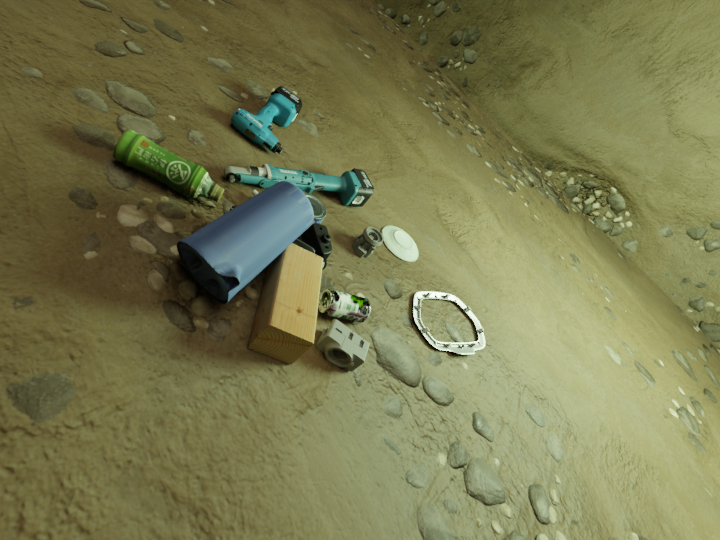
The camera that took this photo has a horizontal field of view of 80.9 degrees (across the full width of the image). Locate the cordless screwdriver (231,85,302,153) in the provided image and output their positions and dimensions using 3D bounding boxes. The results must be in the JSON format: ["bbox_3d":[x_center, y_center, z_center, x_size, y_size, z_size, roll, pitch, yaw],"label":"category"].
[{"bbox_3d":[-0.243,-0.429,1.214,0.158,0.075,0.249,36,42,-5],"label":"cordless screwdriver"}]

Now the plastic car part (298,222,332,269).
[{"bbox_3d":[-0.095,-0.062,0.975,0.063,0.071,0.122,7,46,-34],"label":"plastic car part"}]

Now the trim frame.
[{"bbox_3d":[0.230,0.132,1.084,0.236,0.028,0.192,8,49,-36],"label":"trim frame"}]

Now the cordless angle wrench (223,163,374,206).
[{"bbox_3d":[-0.153,-0.232,1.098,0.404,0.075,0.102,-1,54,-36],"label":"cordless angle wrench"}]

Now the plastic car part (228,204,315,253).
[{"bbox_3d":[-0.196,-0.063,0.903,0.198,0.068,0.066,27,81,-12],"label":"plastic car part"}]
